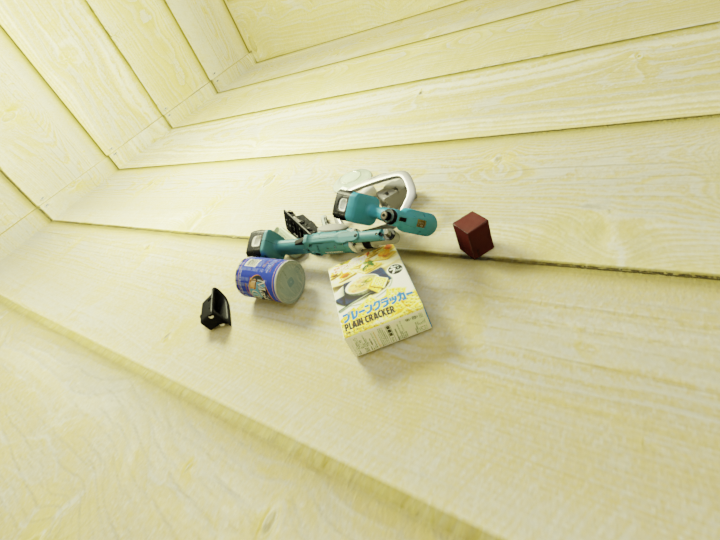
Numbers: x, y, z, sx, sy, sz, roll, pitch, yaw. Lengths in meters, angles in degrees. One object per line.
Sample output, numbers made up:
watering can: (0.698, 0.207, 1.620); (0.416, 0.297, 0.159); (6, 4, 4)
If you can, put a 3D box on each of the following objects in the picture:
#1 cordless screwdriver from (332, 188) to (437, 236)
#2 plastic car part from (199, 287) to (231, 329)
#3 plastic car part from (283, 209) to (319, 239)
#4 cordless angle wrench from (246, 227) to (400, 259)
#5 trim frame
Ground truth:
cordless screwdriver: (0.031, -0.132, 0.956); (0.263, 0.151, 0.074); (22, 102, 45)
plastic car part: (-0.374, 0.104, 1.065); (0.071, 0.063, 0.122); (-41, 34, 5)
plastic car part: (-0.153, -0.111, 1.175); (0.065, 0.065, 0.214); (-11, 31, -23)
cordless angle wrench: (-0.098, -0.064, 1.003); (0.443, 0.092, 0.075); (-2, 69, 37)
trim frame: (0.032, -0.170, 1.091); (0.258, 0.026, 0.188); (-14, 63, 36)
